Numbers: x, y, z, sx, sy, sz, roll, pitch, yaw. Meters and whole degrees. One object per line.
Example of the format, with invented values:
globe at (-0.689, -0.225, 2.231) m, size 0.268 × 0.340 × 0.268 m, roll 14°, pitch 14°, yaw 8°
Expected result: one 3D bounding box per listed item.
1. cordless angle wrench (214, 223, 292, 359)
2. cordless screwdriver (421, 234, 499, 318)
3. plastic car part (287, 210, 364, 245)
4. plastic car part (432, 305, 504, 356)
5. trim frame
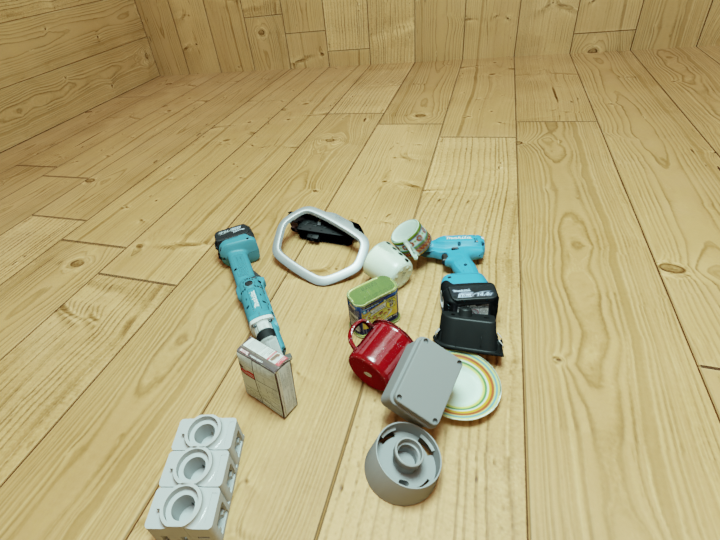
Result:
cordless angle wrench at (-0.232, 0.045, 0.904) m, size 0.096 × 0.071 × 0.446 m, roll -20°, pitch 42°, yaw -14°
cordless screwdriver at (0.184, 0.008, 0.860) m, size 0.162 × 0.072 × 0.254 m, roll -2°, pitch 35°, yaw 8°
plastic car part at (-0.093, -0.102, 1.060) m, size 0.210 × 0.063 × 0.068 m, roll 7°, pitch 50°, yaw 20°
plastic car part at (0.187, 0.099, 0.732) m, size 0.120 × 0.070 × 0.065 m, roll 8°, pitch 12°, yaw 17°
trim frame at (-0.097, -0.063, 0.992) m, size 0.261 × 0.026 × 0.183 m, roll 29°, pitch 71°, yaw 29°
